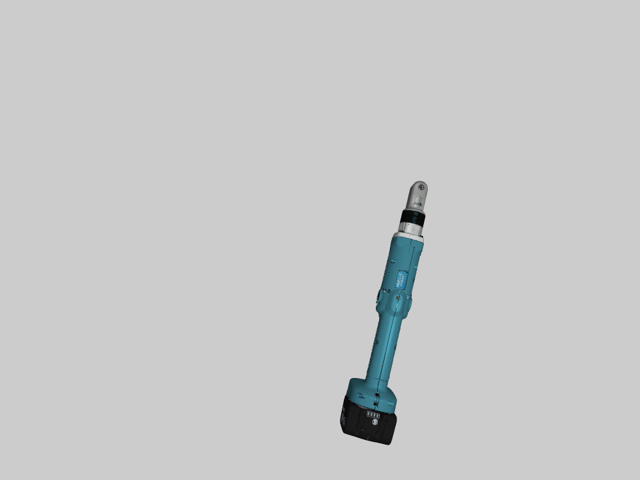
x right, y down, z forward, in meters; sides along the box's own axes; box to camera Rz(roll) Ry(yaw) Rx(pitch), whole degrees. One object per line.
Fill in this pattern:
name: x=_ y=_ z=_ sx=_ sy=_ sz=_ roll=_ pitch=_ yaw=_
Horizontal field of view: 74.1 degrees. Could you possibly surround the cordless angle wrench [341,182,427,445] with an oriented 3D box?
cordless angle wrench: x=0.120 y=0.101 z=0.696 sx=0.074 sy=0.422 sz=0.098 roll=15 pitch=-10 yaw=1
